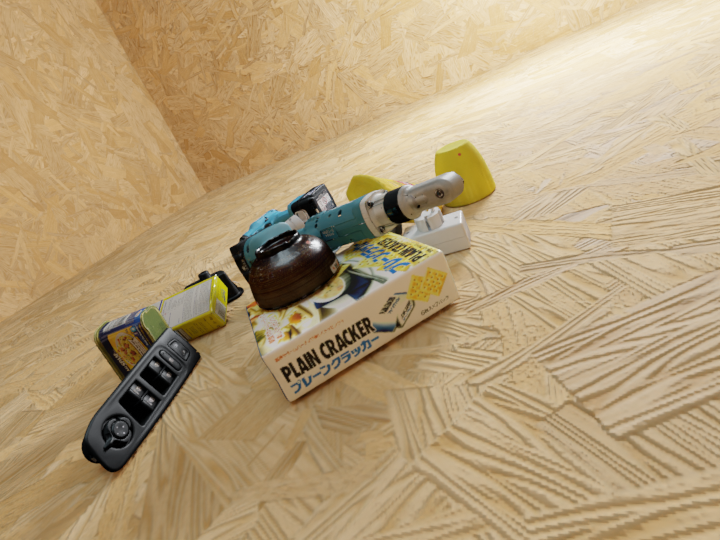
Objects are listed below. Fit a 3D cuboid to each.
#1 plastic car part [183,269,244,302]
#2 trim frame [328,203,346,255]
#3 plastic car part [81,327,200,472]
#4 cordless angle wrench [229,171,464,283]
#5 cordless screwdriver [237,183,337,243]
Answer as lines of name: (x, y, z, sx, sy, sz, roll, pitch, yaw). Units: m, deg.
plastic car part: (-0.288, 0.036, 0.801, 0.117, 0.068, 0.068, -29, 22, 1)
trim frame: (-0.073, -0.048, 0.749, 0.185, 0.027, 0.254, -41, 19, 10)
plastic car part: (-0.282, 0.160, 0.536, 0.068, 0.064, 0.206, -31, 20, 16)
cordless angle wrench: (-0.046, -0.054, 0.582, 0.439, 0.073, 0.096, -12, 19, 49)
cordless screwdriver: (-0.186, -0.123, 1.038, 0.258, 0.072, 0.158, -13, 25, 40)
